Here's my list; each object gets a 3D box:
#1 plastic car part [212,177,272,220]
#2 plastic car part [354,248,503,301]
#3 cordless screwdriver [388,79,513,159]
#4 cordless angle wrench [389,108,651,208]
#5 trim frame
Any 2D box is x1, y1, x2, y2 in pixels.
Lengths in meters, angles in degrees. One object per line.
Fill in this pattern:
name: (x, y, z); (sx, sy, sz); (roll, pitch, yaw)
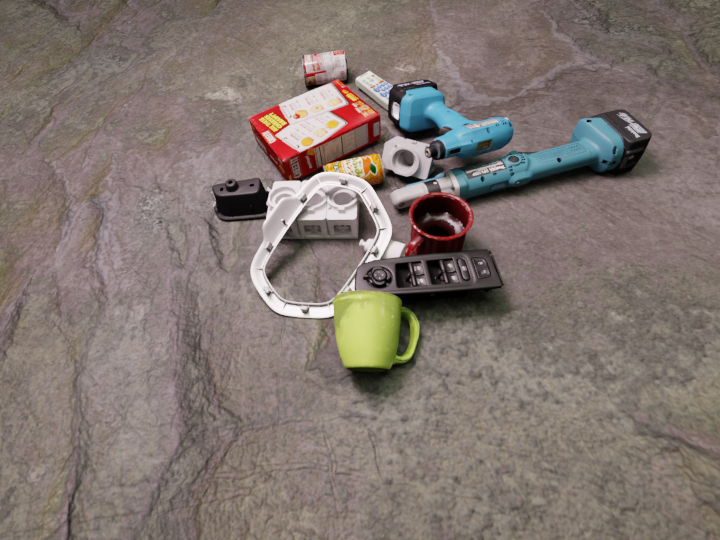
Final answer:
plastic car part: (-0.219, -0.136, 0.767); (0.117, 0.068, 0.068); (-4, 53, 0)
plastic car part: (0.090, 0.013, 0.613); (0.202, 0.065, 0.068); (-3, 62, -2)
cordless screwdriver: (0.129, -0.271, 0.770); (0.156, 0.072, 0.263); (-20, 43, -18)
cordless angle wrench: (0.259, -0.173, 0.726); (0.423, 0.071, 0.102); (-15, 54, 0)
trim frame: (-0.064, -0.042, 0.658); (0.190, 0.027, 0.248); (33, 85, 15)
